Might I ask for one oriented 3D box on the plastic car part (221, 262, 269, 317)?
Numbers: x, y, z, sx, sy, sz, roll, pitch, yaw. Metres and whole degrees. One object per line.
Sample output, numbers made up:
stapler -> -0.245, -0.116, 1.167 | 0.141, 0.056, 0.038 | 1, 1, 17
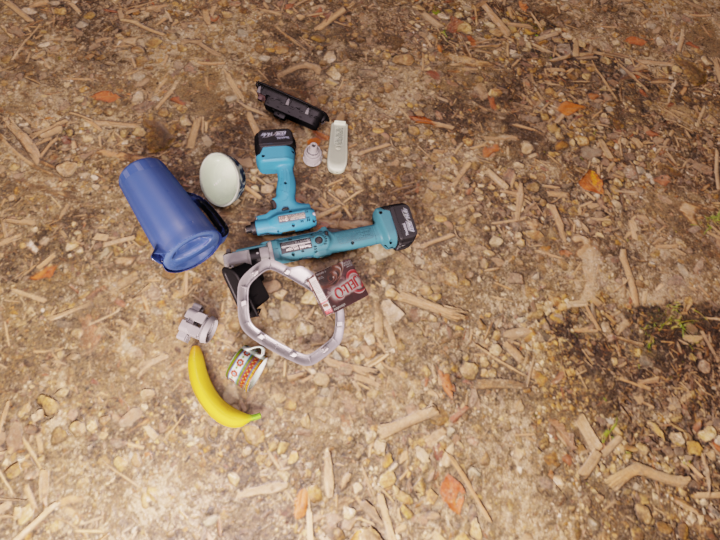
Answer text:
plastic car part -> -0.231, 0.033, 0.881 | 0.069, 0.068, 0.115 | -27, 98, -42

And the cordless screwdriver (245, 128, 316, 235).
cordless screwdriver -> -0.204, -0.200, 0.979 | 0.157, 0.074, 0.254 | -12, 74, -9

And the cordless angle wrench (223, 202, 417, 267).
cordless angle wrench -> -0.091, -0.060, 0.936 | 0.419, 0.073, 0.100 | -12, 72, -6

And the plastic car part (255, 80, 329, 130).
plastic car part -> -0.176, -0.408, 1.065 | 0.204, 0.065, 0.067 | 21, 79, 4

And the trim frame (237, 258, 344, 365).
trim frame -> -0.136, 0.081, 0.857 | 0.242, 0.028, 0.185 | 32, 59, -13
